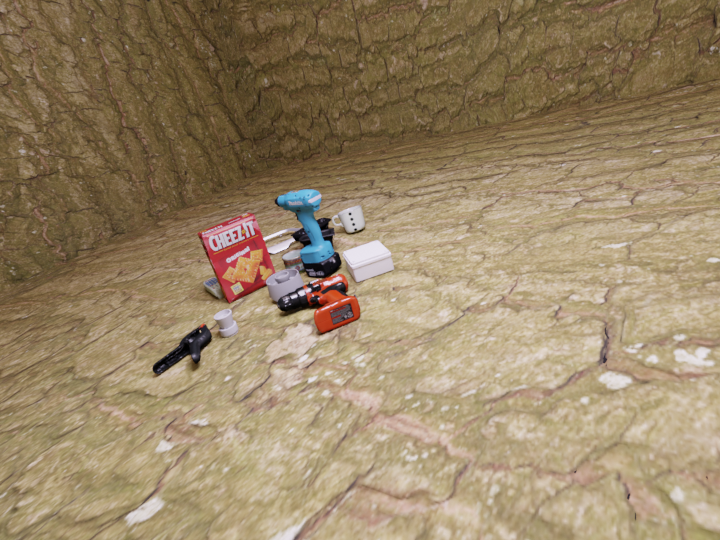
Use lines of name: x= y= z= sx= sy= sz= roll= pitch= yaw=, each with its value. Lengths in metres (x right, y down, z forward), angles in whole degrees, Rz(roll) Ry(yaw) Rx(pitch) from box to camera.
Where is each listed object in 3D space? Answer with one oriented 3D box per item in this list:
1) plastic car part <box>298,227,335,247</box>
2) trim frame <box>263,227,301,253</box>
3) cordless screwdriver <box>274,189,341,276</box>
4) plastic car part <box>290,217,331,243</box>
plastic car part: x=-0.132 y=-0.087 z=1.353 sx=0.117 sy=0.069 sz=0.067 roll=-15 pitch=21 yaw=6
trim frame: x=-0.320 y=-0.105 z=1.583 sx=0.245 sy=0.027 sz=0.192 roll=-23 pitch=24 yaw=-13
cordless screwdriver: x=-0.153 y=-0.106 z=1.190 sx=0.167 sy=0.242 sz=0.073 roll=3 pitch=27 yaw=42
plastic car part: x=-0.161 y=-0.137 z=1.491 sx=0.069 sy=0.065 sz=0.201 roll=-4 pitch=26 yaw=29
